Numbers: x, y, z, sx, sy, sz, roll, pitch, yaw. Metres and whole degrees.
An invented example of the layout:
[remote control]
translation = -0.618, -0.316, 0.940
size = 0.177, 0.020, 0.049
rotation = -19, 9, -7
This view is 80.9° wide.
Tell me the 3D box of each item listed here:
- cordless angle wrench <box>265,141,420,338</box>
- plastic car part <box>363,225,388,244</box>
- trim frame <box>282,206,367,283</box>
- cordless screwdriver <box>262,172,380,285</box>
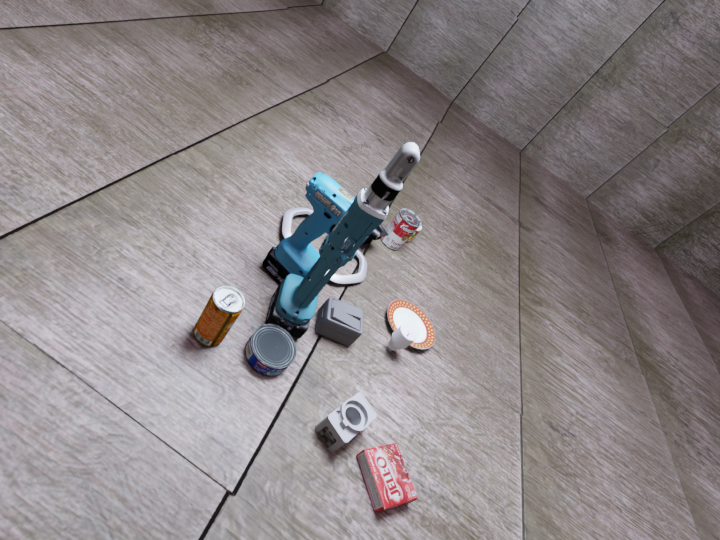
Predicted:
[cordless angle wrench]
translation = -0.037, -0.036, 0.695
size = 0.072, 0.425, 0.100
rotation = 26, 39, -18
[plastic car part]
translation = 0.004, -0.114, 1.102
size = 0.063, 0.071, 0.121
rotation = -12, 59, -46
[trim frame]
translation = -0.085, -0.061, 1.012
size = 0.251, 0.027, 0.182
rotation = 39, 37, 4
[cordless screwdriver]
translation = -0.081, -0.053, 0.824
size = 0.161, 0.250, 0.073
rotation = 43, 37, 5
